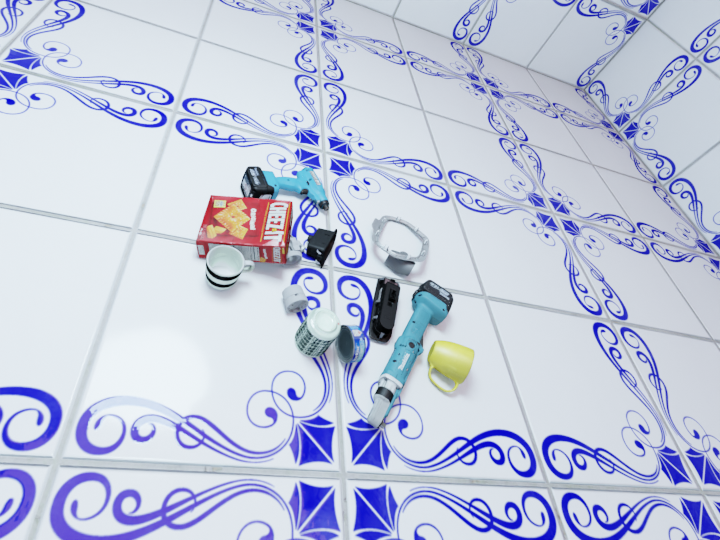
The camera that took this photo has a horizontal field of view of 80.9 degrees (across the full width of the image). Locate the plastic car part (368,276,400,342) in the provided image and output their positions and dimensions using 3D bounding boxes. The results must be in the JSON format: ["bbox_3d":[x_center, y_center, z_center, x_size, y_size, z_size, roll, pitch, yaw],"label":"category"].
[{"bbox_3d":[0.070,0.093,1.087,0.065,0.067,0.206,28,48,-13],"label":"plastic car part"}]

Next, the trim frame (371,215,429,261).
[{"bbox_3d":[0.119,-0.101,1.259,0.186,0.027,0.248,24,34,5],"label":"trim frame"}]

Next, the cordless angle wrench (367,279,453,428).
[{"bbox_3d":[0.113,0.191,1.018,0.099,0.074,0.421,33,48,3],"label":"cordless angle wrench"}]

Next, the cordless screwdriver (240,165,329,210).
[{"bbox_3d":[-0.211,-0.230,1.222,0.239,0.074,0.166,-10,58,-36],"label":"cordless screwdriver"}]

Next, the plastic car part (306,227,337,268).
[{"bbox_3d":[-0.112,-0.073,1.148,0.072,0.064,0.118,16,43,4],"label":"plastic car part"}]
